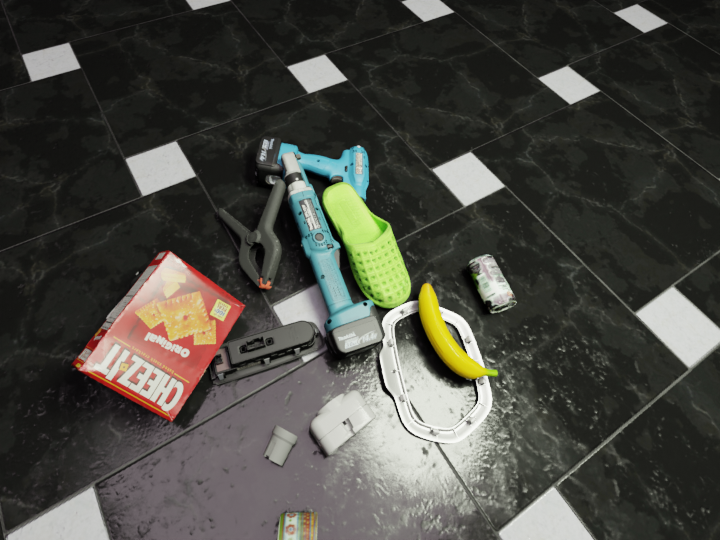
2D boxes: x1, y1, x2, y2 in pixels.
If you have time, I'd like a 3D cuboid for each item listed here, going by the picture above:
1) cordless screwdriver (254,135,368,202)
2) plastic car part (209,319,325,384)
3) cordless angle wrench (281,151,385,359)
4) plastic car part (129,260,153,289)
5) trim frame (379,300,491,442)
[{"bbox_3d":[-0.105,-0.208,0.923,0.246,0.073,0.163,4,61,-6],"label":"cordless screwdriver"},{"bbox_3d":[-0.162,0.128,0.729,0.199,0.065,0.069,-14,56,-15],"label":"plastic car part"},{"bbox_3d":[-0.078,-0.051,0.798,0.096,0.073,0.436,-17,69,-15],"label":"cordless angle wrench"},{"bbox_3d":[-0.350,0.014,0.765,0.111,0.066,0.074,24,21,-31],"label":"plastic car part"},{"bbox_3d":[0.127,0.167,0.741,0.182,0.027,0.256,-6,62,-6],"label":"trim frame"}]
